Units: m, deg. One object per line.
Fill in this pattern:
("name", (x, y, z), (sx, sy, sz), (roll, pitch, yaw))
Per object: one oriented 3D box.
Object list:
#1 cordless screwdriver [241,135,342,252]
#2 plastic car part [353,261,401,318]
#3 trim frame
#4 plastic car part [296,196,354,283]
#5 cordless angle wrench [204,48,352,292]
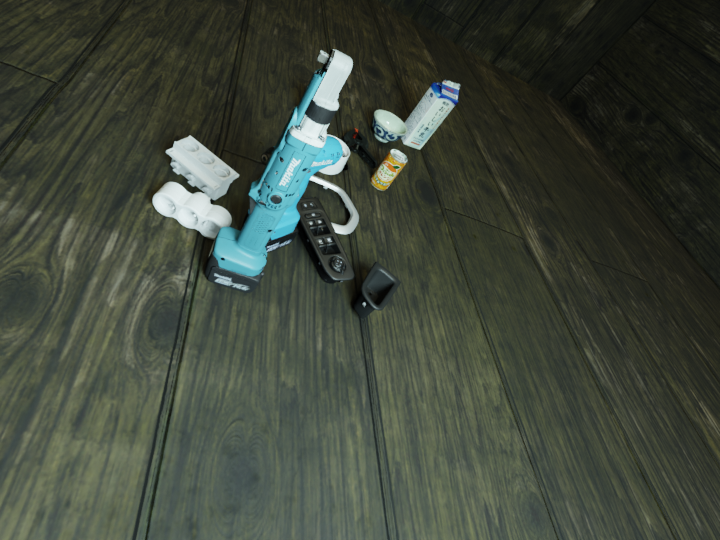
("cordless screwdriver", (-0.144, -0.130, 0.745), (0.154, 0.250, 0.076), (-24, 71, -47))
("plastic car part", (0.020, 0.048, 0.822), (0.066, 0.071, 0.115), (39, 40, 0))
("trim frame", (-0.115, -0.161, 0.965), (0.241, 0.027, 0.190), (19, 43, -18))
("plastic car part", (-0.083, -0.055, 0.854), (0.063, 0.067, 0.211), (-7, 56, -40))
("cordless angle wrench", (-0.123, -0.119, 0.613), (0.094, 0.425, 0.077), (21, 44, -21))
